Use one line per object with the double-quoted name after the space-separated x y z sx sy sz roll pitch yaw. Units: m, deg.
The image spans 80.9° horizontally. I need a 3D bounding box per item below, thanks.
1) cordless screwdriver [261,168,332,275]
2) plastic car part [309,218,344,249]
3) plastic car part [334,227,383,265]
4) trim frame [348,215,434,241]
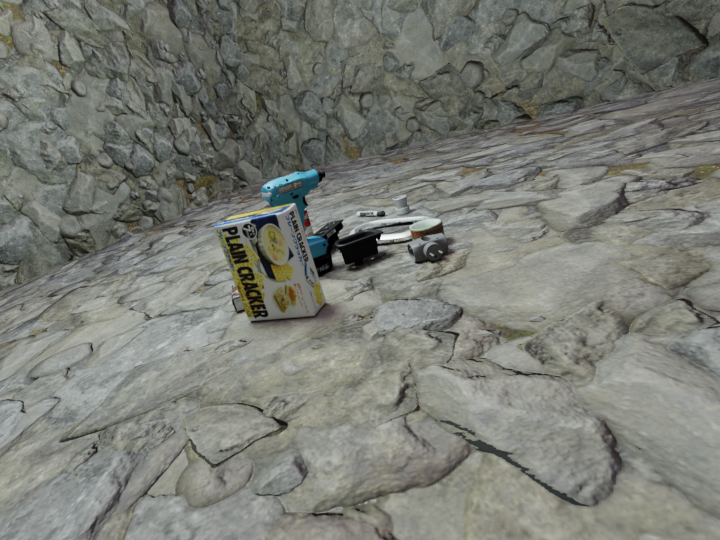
-0.127 -0.114 1.018 0.155 0.243 0.078 -24 18 -24 "cordless screwdriver"
-0.113 -0.074 1.159 0.069 0.065 0.199 -3 24 35 "plastic car part"
-0.005 -0.050 1.005 0.114 0.069 0.069 -25 20 -22 "plastic car part"
0.081 -0.114 1.162 0.259 0.027 0.181 -4 24 32 "trim frame"
